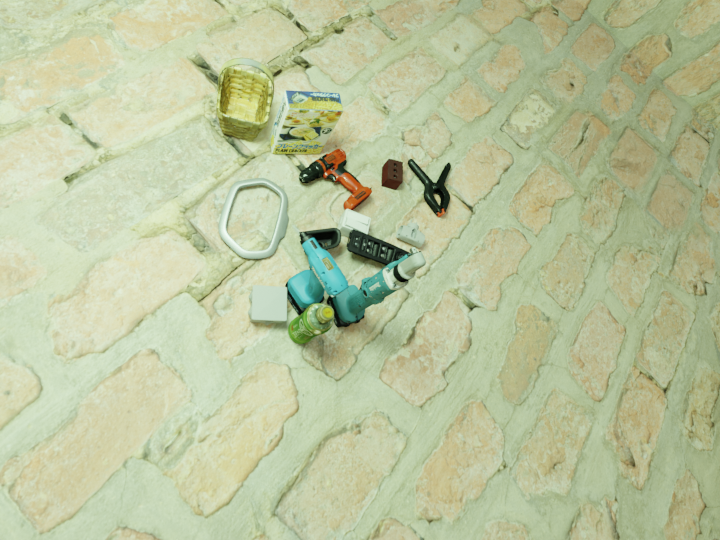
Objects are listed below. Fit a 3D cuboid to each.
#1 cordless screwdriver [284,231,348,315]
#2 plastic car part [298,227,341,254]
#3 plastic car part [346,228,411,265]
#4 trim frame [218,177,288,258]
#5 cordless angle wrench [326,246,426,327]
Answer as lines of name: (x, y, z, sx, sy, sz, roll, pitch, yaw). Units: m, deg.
cordless screwdriver: (-0.125, 0.012, 1.027, 0.073, 0.251, 0.161, -29, 84, -29)
plastic car part: (-0.114, -0.075, 1.168, 0.113, 0.071, 0.067, -11, 75, -24)
plastic car part: (0.049, -0.050, 1.216, 0.198, 0.067, 0.067, 18, 65, -12)
trim frame: (-0.288, -0.147, 1.163, 0.180, 0.028, 0.253, 14, 65, -13)
cordless angle wrench: (0.031, 0.044, 0.969, 0.072, 0.427, 0.100, -15, 79, -27)
